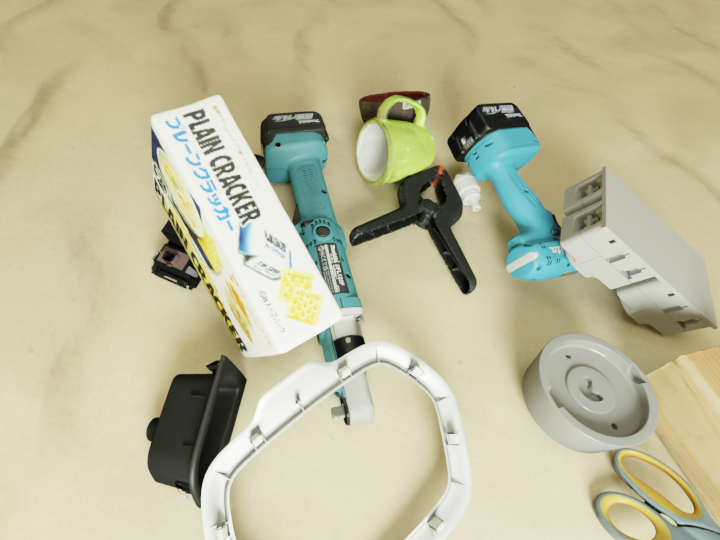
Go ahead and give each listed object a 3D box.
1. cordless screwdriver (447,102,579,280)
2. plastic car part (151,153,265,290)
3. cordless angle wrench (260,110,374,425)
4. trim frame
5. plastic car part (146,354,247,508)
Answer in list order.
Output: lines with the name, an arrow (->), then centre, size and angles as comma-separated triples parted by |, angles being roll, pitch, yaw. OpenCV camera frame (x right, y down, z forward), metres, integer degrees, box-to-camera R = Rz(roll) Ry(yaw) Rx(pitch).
cordless screwdriver -> 0.231, -0.110, 0.576 | 0.154, 0.074, 0.256 | -8, 67, -24
plastic car part -> -0.189, -0.083, 0.522 | 0.069, 0.064, 0.204 | 15, 63, 19
cordless angle wrench -> -0.051, -0.033, 0.518 | 0.096, 0.072, 0.440 | -9, 56, -12
trim frame -> -0.013, 0.171, 0.360 | 0.245, 0.027, 0.189 | -33, 75, -18
plastic car part -> -0.157, 0.141, 0.385 | 0.073, 0.063, 0.118 | 3, 55, 13
